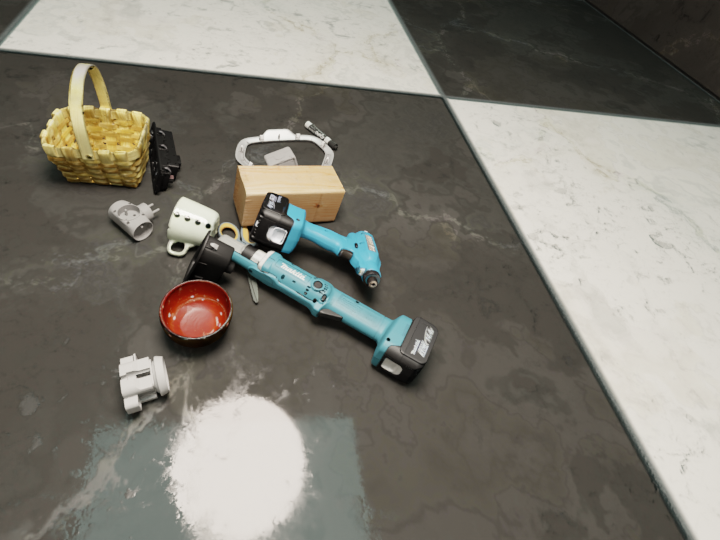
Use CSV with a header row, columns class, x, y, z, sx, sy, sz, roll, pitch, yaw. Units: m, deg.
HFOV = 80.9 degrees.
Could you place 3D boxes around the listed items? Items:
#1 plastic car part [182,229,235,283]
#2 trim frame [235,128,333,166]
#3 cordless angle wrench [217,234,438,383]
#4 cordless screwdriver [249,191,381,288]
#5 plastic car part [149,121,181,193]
class,x,y,z,sx,sy,sz,roll,pitch,yaw
plastic car part,-0.259,-0.013,0.741,0.068,0.118,0.068,27,47,-25
trim frame,-0.183,-0.289,1.043,0.242,0.027,0.193,-10,52,-18
cordless angle wrench,-0.079,0.043,0.744,0.433,0.073,0.097,29,49,12
cordless screwdriver,-0.076,-0.050,0.781,0.242,0.074,0.164,19,28,-16
plastic car part,-0.437,-0.258,0.938,0.064,0.066,0.213,-6,51,-32
